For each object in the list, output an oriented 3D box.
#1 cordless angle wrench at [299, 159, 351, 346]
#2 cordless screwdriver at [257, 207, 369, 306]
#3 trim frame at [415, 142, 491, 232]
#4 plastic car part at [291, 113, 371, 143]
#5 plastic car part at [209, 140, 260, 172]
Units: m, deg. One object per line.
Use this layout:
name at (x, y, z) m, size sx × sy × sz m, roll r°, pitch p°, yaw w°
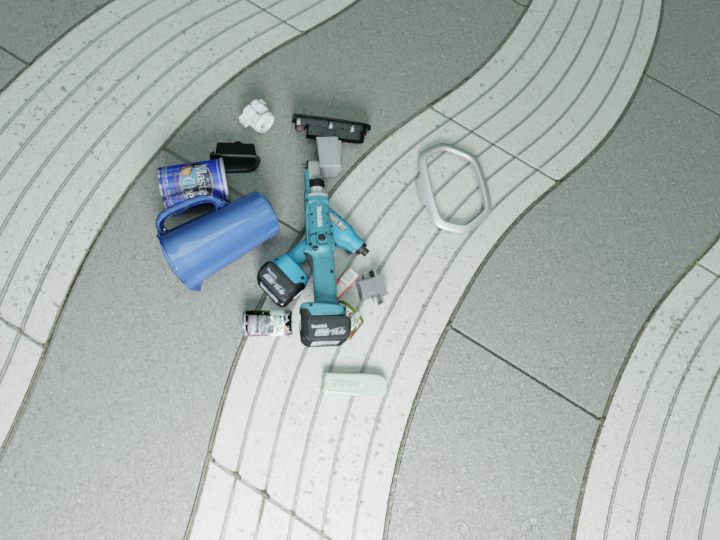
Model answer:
cordless angle wrench at (-0.088, -0.057, 0.897) m, size 0.096 × 0.073 × 0.434 m, roll -1°, pitch 66°, yaw -11°
cordless screwdriver at (-0.104, -0.021, 0.950) m, size 0.161 × 0.074 × 0.247 m, roll 40°, pitch 69°, yaw 5°
trim frame at (0.233, -0.211, 1.070) m, size 0.181 × 0.027 × 0.253 m, roll -8°, pitch 76°, yaw -10°
plastic car part at (-0.071, -0.351, 1.058) m, size 0.201 × 0.066 × 0.067 m, roll 1°, pitch 84°, yaw -7°
plastic car part at (-0.301, -0.279, 1.015) m, size 0.114 × 0.065 × 0.073 m, roll -6°, pitch 61°, yaw -13°
